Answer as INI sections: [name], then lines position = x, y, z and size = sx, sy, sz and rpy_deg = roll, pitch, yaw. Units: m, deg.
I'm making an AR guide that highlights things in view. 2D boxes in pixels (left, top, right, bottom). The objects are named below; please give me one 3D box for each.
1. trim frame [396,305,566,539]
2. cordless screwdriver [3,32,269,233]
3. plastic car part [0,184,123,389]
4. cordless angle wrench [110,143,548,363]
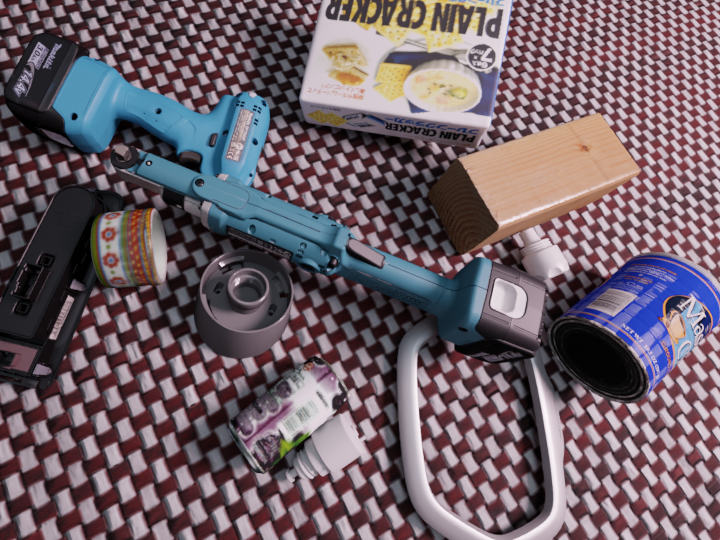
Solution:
[trim frame]
position = 0.126, 0.151, 0.434
size = 0.181, 0.027, 0.254
rpy_deg = 0, 69, -9
[cordless screwdriver]
position = -0.233, -0.141, 0.455
size = 0.245, 0.075, 0.160
rpy_deg = 14, 78, -9
[plastic car part]
position = -0.294, 0.000, 0.400
size = 0.066, 0.066, 0.206
rpy_deg = 12, 66, -1
[cordless angle wrench]
position = -0.040, -0.026, 0.408
size = 0.423, 0.097, 0.075
rpy_deg = 22, 69, -1
